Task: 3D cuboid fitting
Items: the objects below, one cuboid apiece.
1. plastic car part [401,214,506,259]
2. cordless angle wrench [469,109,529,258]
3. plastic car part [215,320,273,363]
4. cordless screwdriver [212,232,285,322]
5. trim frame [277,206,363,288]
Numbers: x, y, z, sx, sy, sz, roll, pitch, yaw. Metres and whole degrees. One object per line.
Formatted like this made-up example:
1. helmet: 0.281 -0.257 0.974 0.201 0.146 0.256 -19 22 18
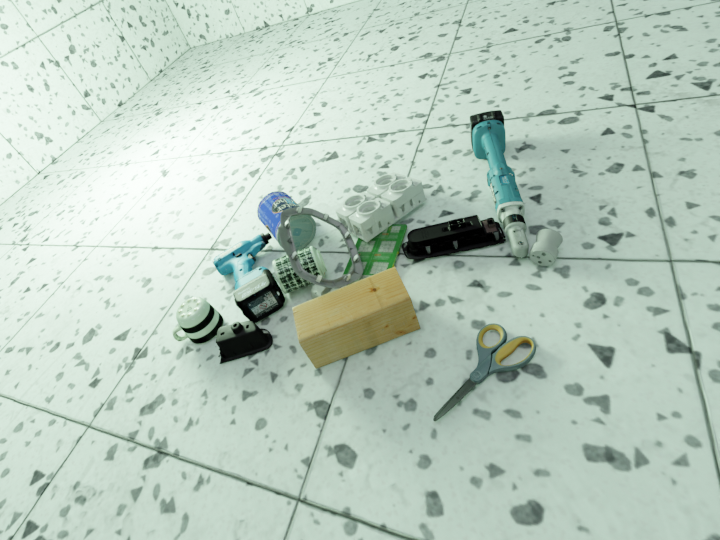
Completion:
1. plastic car part: 0.183 -0.070 0.865 0.207 0.063 0.068 -15 50 15
2. cordless angle wrench: 0.303 -0.197 0.914 0.076 0.093 0.434 -8 48 12
3. plastic car part: -0.244 0.133 0.855 0.118 0.067 0.068 -19 44 11
4. cordless screwdriver: -0.244 0.000 0.987 0.158 0.071 0.263 -34 40 -10
5. trim frame: -0.088 -0.058 0.905 0.177 0.027 0.260 4 45 -24
